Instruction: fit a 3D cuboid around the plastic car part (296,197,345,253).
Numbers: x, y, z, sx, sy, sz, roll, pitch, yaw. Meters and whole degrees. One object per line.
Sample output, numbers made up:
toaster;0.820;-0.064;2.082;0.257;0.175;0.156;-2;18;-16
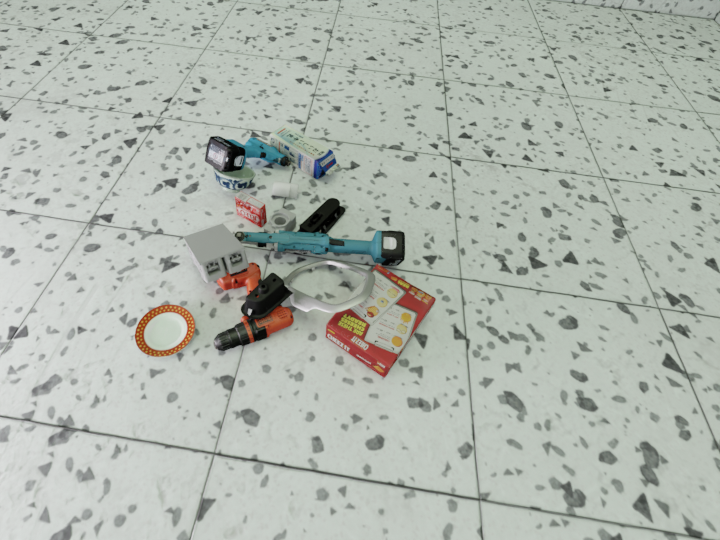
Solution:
plastic car part;-0.116;-0.136;1.159;0.069;0.065;0.201;26;52;22

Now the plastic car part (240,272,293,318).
plastic car part;-0.209;0.050;0.931;0.068;0.069;0.115;35;53;16

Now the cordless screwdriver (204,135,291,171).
cordless screwdriver;-0.324;-0.337;1.241;0.164;0.073;0.243;28;27;14

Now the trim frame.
trim frame;-0.079;0.033;0.989;0.263;0.026;0.180;20;43;41

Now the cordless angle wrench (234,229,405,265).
cordless angle wrench;-0.104;-0.068;1.067;0.421;0.097;0.075;4;77;-3
